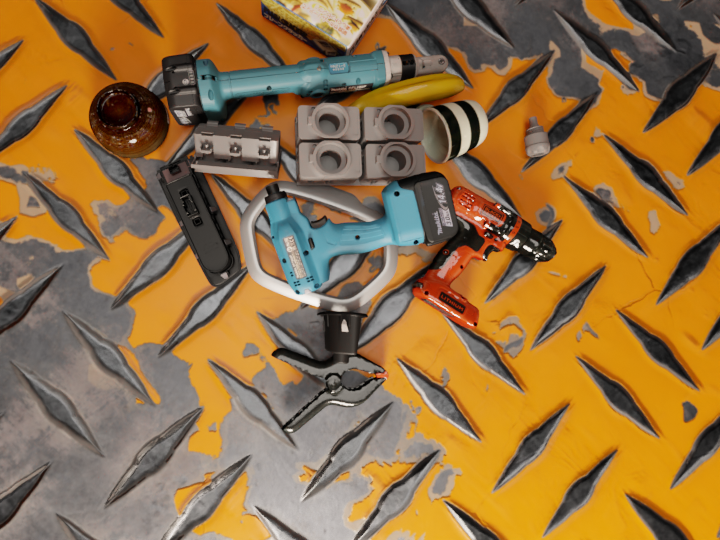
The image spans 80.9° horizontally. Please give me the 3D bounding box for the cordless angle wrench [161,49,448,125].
[{"bbox_3d":[-0.070,-0.288,0.635,0.418,0.099,0.074,-10,92,-7],"label":"cordless angle wrench"}]

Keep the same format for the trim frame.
[{"bbox_3d":[-0.063,-0.041,0.644,0.249,0.027,0.184,18,85,0],"label":"trim frame"}]

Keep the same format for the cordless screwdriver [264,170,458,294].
[{"bbox_3d":[-0.005,-0.078,0.587,0.250,0.074,0.158,-19,95,5],"label":"cordless screwdriver"}]

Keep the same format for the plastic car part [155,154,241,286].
[{"bbox_3d":[-0.236,-0.075,0.623,0.065,0.068,0.203,-25,90,-14],"label":"plastic car part"}]

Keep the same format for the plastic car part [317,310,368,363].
[{"bbox_3d":[-0.026,0.091,0.585,0.065,0.117,0.071,3,85,-7],"label":"plastic car part"}]
